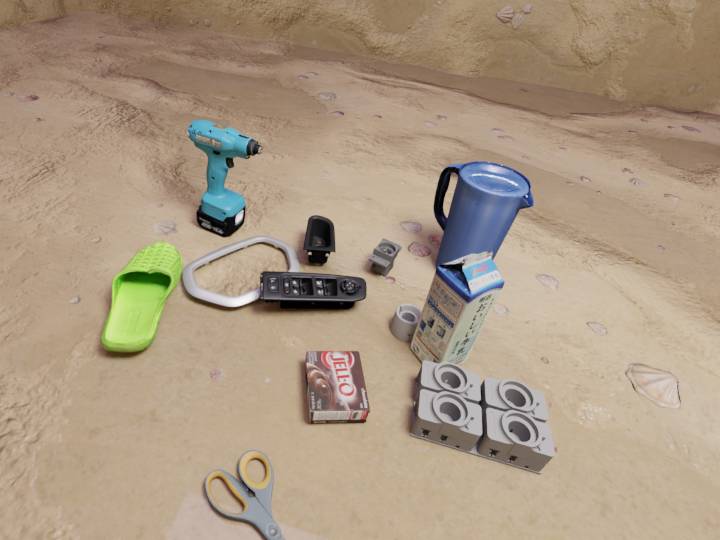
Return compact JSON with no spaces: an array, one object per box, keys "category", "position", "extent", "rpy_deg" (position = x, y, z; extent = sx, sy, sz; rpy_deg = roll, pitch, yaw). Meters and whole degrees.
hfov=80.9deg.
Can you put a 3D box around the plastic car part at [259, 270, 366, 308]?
[{"category":"plastic car part","position":[-0.087,0.045,0.795],"extent":[0.200,0.065,0.069],"rpy_deg":[-1,41,-9]}]

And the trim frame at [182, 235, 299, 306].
[{"category":"trim frame","position":[-0.238,-0.005,0.863],"extent":[0.194,0.027,0.242],"rpy_deg":[35,48,30]}]

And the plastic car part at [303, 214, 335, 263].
[{"category":"plastic car part","position":[-0.089,-0.058,0.914],"extent":[0.065,0.069,0.120],"rpy_deg":[4,40,-6]}]

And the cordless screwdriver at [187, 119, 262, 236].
[{"category":"cordless screwdriver","position":[-0.283,-0.188,0.907],"extent":[0.164,0.243,0.074],"rpy_deg":[21,40,14]}]
